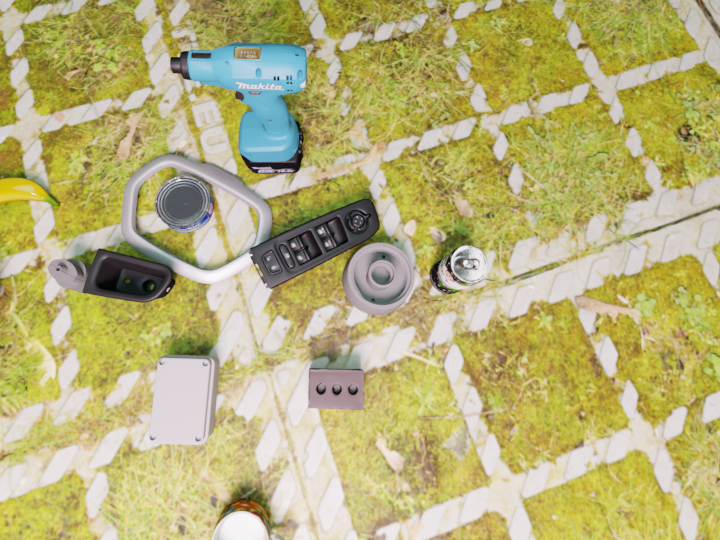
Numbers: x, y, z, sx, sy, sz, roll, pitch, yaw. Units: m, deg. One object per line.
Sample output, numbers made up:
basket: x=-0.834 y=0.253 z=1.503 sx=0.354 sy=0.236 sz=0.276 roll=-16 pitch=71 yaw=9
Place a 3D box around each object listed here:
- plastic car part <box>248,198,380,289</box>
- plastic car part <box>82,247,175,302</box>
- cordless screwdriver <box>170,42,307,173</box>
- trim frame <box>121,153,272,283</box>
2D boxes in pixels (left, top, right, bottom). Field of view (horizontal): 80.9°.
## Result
plastic car part: x=-0.063 y=-0.041 z=0.640 sx=0.201 sy=0.066 sz=0.068 roll=-28 pitch=80 yaw=-9
plastic car part: x=-0.325 y=0.017 z=0.617 sx=0.117 sy=0.070 sz=0.066 roll=12 pitch=76 yaw=0
cordless screwdriver: x=-0.154 y=-0.220 z=0.593 sx=0.158 sy=0.247 sz=0.075 roll=2 pitch=78 yaw=-5
trim frame: x=-0.259 y=-0.086 z=0.668 sx=0.251 sy=0.027 sz=0.184 roll=26 pitch=76 yaw=5
